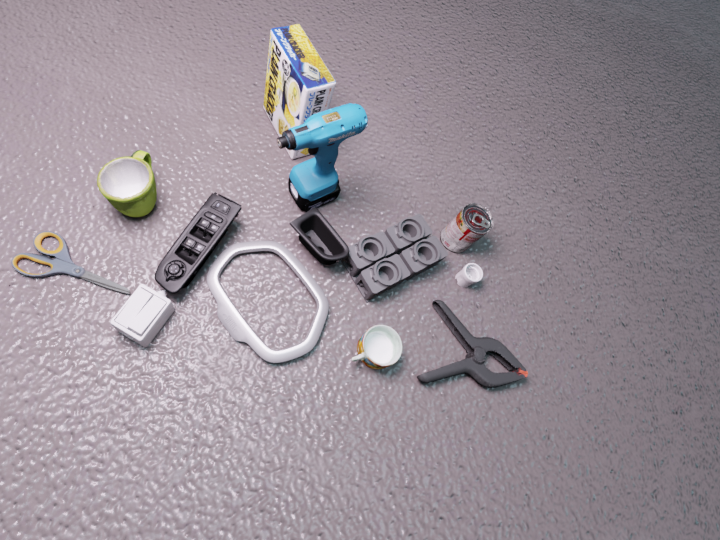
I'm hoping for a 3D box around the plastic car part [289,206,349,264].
[{"bbox_3d":[-0.080,-0.052,0.819,0.065,0.070,0.119,-35,78,-25],"label":"plastic car part"}]

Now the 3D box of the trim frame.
[{"bbox_3d":[-0.171,0.049,0.778,0.181,0.027,0.254,-36,77,-24],"label":"trim frame"}]

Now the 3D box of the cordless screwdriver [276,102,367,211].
[{"bbox_3d":[-0.091,-0.197,0.784,0.156,0.248,0.076,-25,78,-23],"label":"cordless screwdriver"}]

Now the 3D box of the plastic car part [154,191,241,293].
[{"bbox_3d":[-0.298,-0.046,0.773,0.066,0.067,0.203,29,63,-1],"label":"plastic car part"}]
